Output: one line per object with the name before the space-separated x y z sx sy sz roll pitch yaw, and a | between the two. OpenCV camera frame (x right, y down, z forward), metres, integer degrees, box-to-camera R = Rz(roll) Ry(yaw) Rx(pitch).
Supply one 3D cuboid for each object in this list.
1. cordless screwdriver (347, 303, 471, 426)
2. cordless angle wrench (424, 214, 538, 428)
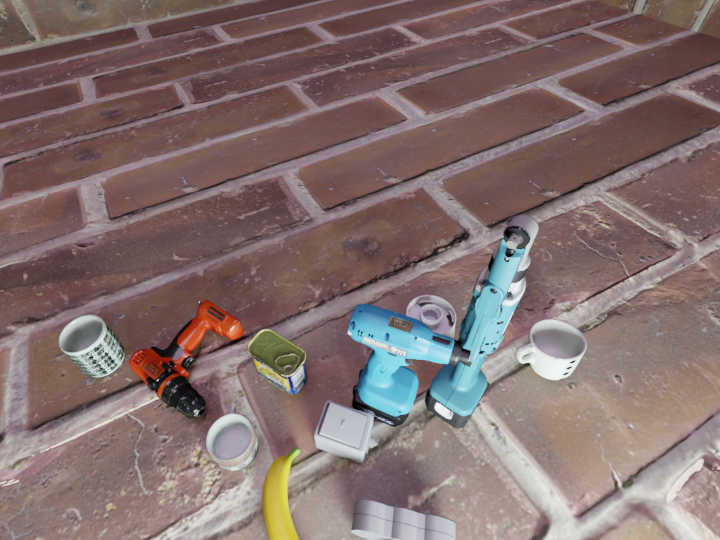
cordless screwdriver | 0.063 0.153 0.634 0.164 0.240 0.074 17 50 16
cordless angle wrench | 0.163 0.085 0.574 0.078 0.409 0.097 30 54 24
